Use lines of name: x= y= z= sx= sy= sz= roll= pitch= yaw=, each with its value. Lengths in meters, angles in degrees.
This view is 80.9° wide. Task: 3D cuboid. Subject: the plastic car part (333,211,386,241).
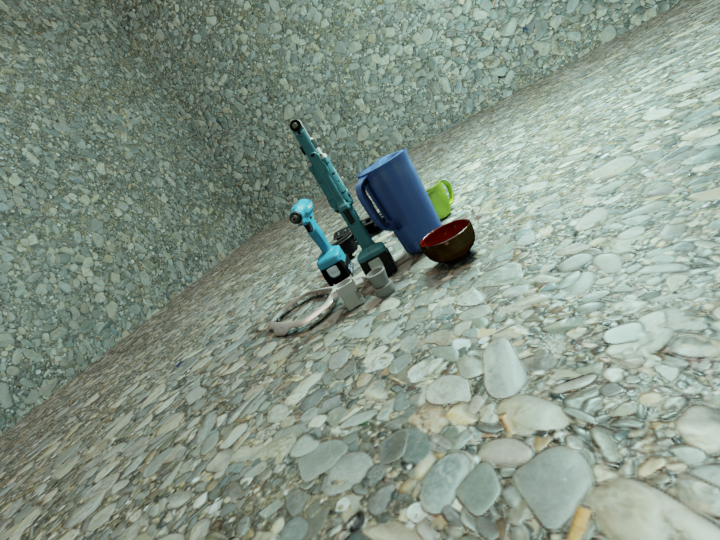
plastic car part: x=0.008 y=-0.140 z=1.443 sx=0.206 sy=0.066 sz=0.067 roll=-28 pitch=14 yaw=14

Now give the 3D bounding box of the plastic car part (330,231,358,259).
plastic car part: x=-0.055 y=-0.061 z=1.318 sx=0.116 sy=0.069 sz=0.067 roll=-32 pitch=13 yaw=-2

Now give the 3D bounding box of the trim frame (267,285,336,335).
trim frame: x=-0.148 y=0.101 z=1.085 sx=0.258 sy=0.027 sz=0.181 roll=-11 pitch=26 yaw=51

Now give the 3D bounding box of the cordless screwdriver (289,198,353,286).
cordless screwdriver: x=-0.112 y=-0.073 z=1.145 sx=0.075 sy=0.244 sz=0.160 roll=-29 pitch=13 yaw=13

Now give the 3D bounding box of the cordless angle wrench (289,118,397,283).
cordless angle wrench: x=-0.048 y=-0.167 z=1.001 sx=0.075 sy=0.415 sz=0.099 roll=-29 pitch=11 yaw=9
